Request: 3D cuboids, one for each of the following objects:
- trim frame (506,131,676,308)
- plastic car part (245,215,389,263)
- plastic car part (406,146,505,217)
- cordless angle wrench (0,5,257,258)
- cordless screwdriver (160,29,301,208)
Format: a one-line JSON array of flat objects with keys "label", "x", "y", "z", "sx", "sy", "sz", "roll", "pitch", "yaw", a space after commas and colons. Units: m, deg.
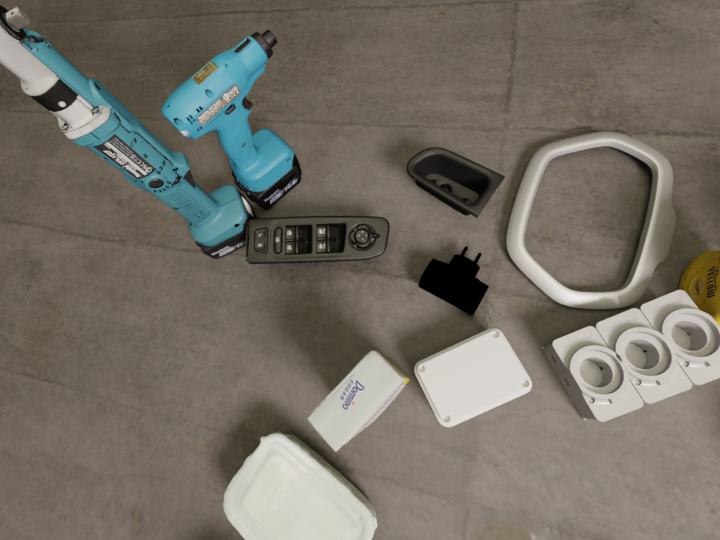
[{"label": "trim frame", "x": 0.296, "y": -0.070, "z": 0.543, "sx": 0.191, "sy": 0.026, "sz": 0.249, "roll": 17, "pitch": 76, "yaw": 19}, {"label": "plastic car part", "x": -0.059, "y": -0.039, "z": 0.604, "sx": 0.207, "sy": 0.064, "sz": 0.067, "roll": -2, "pitch": 72, "yaw": 13}, {"label": "plastic car part", "x": 0.124, "y": -0.117, "z": 0.582, "sx": 0.121, "sy": 0.068, "sz": 0.066, "roll": 34, "pitch": 82, "yaw": 21}, {"label": "cordless angle wrench", "x": -0.242, "y": -0.122, "z": 0.495, "sx": 0.098, "sy": 0.407, "sz": 0.077, "roll": -26, "pitch": 70, "yaw": 2}, {"label": "cordless screwdriver", "x": -0.146, "y": -0.197, "z": 0.587, "sx": 0.159, "sy": 0.239, "sz": 0.077, "roll": -43, "pitch": 71, "yaw": -4}]
